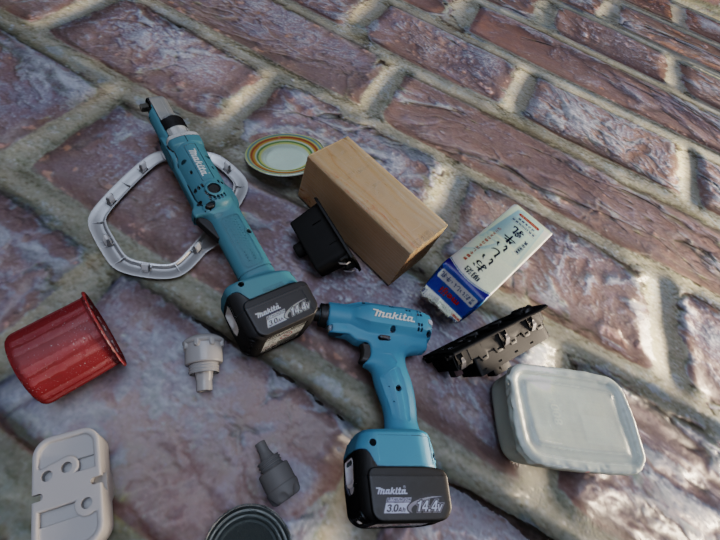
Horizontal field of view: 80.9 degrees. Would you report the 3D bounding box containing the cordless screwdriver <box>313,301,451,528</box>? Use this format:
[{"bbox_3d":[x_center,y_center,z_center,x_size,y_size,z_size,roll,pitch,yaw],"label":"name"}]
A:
[{"bbox_3d":[0.012,0.148,0.489,0.157,0.073,0.256,8,51,-9],"label":"cordless screwdriver"}]

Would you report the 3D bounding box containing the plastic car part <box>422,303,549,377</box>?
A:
[{"bbox_3d":[0.187,0.098,0.571,0.198,0.066,0.068,-24,77,-27],"label":"plastic car part"}]

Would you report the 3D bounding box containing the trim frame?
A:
[{"bbox_3d":[-0.268,-0.094,0.610,0.185,0.027,0.250,24,53,1],"label":"trim frame"}]

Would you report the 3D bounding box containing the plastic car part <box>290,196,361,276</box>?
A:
[{"bbox_3d":[-0.059,-0.039,0.604,0.071,0.063,0.121,-35,67,-1],"label":"plastic car part"}]

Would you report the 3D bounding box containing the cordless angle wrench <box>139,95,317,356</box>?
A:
[{"bbox_3d":[-0.202,-0.093,0.573,0.095,0.074,0.438,-21,66,-30],"label":"cordless angle wrench"}]
